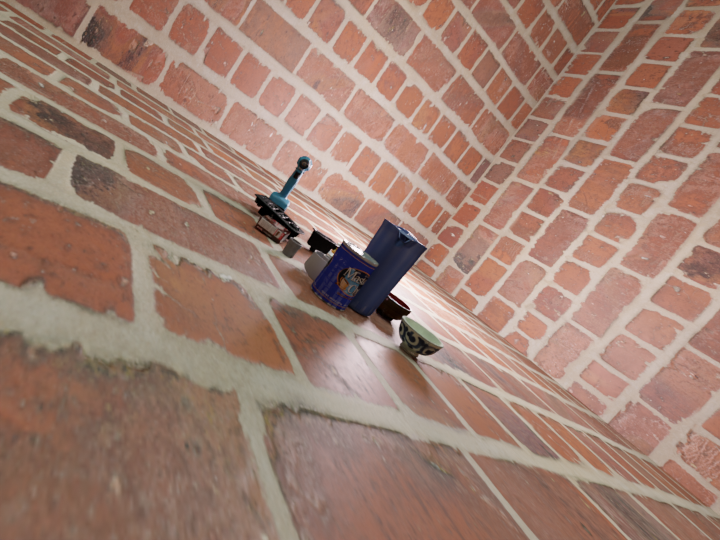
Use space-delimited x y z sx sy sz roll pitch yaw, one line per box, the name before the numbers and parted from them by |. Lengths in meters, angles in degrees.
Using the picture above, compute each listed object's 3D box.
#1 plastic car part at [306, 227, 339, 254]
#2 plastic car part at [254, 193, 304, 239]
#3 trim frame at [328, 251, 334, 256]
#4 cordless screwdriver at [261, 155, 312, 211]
plastic car part | -0.139 -0.091 1.419 0.110 0.071 0.070 28 12 -42
plastic car part | -0.265 -0.163 1.338 0.210 0.067 0.064 38 9 19
trim frame | -0.085 -0.057 1.591 0.175 0.027 0.261 30 10 -34
cordless screwdriver | -0.245 -0.277 1.424 0.073 0.249 0.162 34 9 -13
